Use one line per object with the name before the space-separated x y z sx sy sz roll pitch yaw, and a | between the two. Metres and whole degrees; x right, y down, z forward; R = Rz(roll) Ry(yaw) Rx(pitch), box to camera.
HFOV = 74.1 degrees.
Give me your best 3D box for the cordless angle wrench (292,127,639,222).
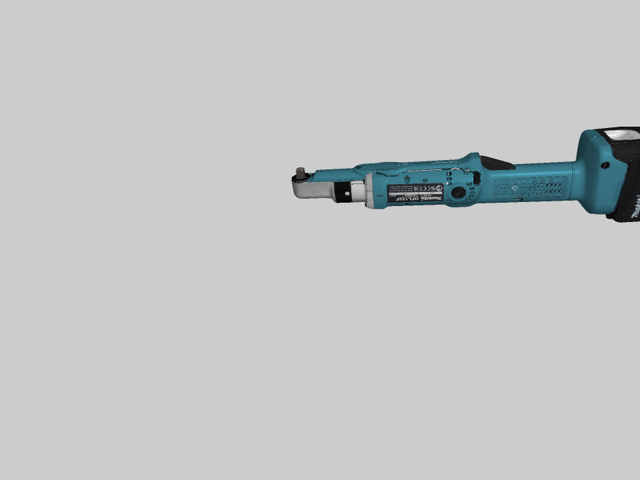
cordless angle wrench | 0.170 -0.072 0.524 0.423 0.098 0.074 -1 34 13
